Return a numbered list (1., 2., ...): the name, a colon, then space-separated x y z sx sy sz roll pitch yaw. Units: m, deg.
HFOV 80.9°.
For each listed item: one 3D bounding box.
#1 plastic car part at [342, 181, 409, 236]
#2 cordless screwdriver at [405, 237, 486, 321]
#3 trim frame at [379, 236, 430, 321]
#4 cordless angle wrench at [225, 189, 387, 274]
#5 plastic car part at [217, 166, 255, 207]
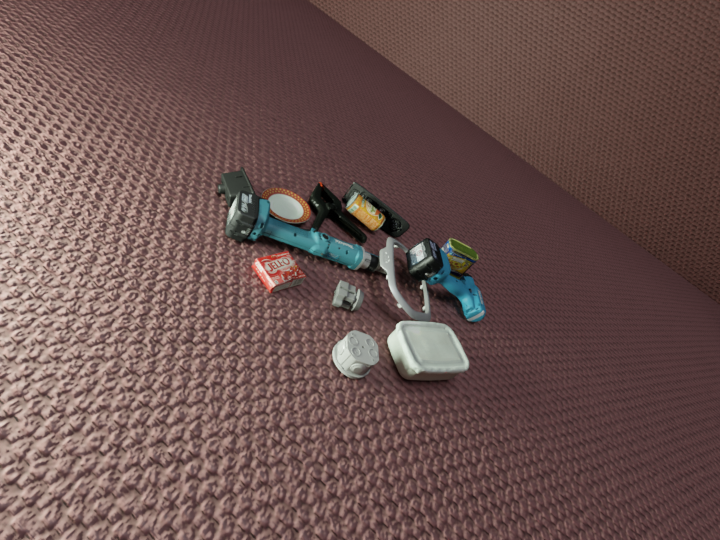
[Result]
1. plastic car part: 0.047 -0.169 1.214 0.206 0.066 0.066 38 10 6
2. cordless screwdriver: 0.226 0.010 1.098 0.239 0.075 0.163 38 32 -23
3. trim frame: 0.111 0.019 1.027 0.176 0.028 0.255 41 32 -27
4. cordless angle wrench: -0.095 -0.062 0.970 0.406 0.074 0.101 19 39 -23
5. plastic car part: -0.290 -0.185 0.973 0.068 0.065 0.122 -11 52 -29
